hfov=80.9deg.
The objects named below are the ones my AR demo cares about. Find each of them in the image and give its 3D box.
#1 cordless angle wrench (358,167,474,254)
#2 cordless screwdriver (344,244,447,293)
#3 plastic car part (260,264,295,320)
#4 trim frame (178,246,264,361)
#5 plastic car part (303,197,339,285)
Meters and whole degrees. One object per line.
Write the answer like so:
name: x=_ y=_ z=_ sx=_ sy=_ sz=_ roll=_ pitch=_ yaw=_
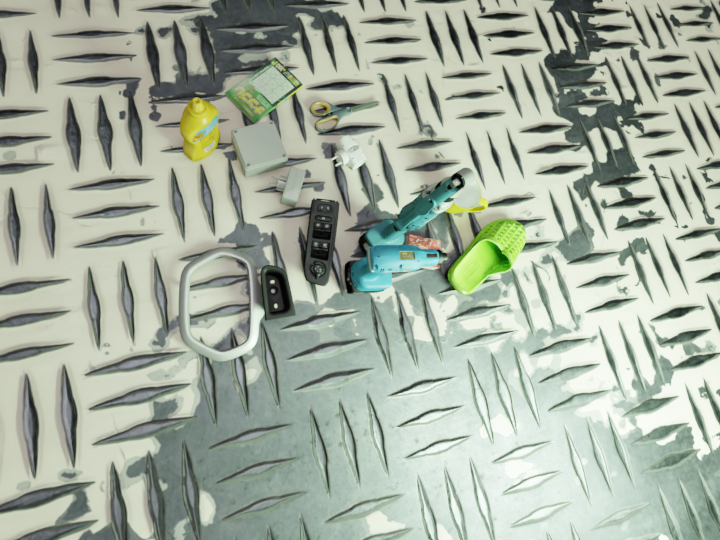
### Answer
cordless angle wrench: x=0.105 y=-0.109 z=0.852 sx=0.096 sy=0.427 sz=0.075 roll=-33 pitch=90 yaw=-20
cordless screwdriver: x=0.063 y=-0.004 z=0.907 sx=0.156 sy=0.251 sz=0.075 roll=-1 pitch=79 yaw=-16
plastic car part: x=-0.189 y=0.049 z=0.932 sx=0.064 sy=0.071 sz=0.118 roll=-8 pitch=78 yaw=-17
trim frame: x=-0.302 y=0.070 z=0.925 sx=0.180 sy=0.027 sz=0.252 roll=-2 pitch=76 yaw=-13
plastic car part: x=-0.096 y=-0.063 z=0.985 sx=0.065 sy=0.067 sz=0.206 roll=8 pitch=74 yaw=-13
